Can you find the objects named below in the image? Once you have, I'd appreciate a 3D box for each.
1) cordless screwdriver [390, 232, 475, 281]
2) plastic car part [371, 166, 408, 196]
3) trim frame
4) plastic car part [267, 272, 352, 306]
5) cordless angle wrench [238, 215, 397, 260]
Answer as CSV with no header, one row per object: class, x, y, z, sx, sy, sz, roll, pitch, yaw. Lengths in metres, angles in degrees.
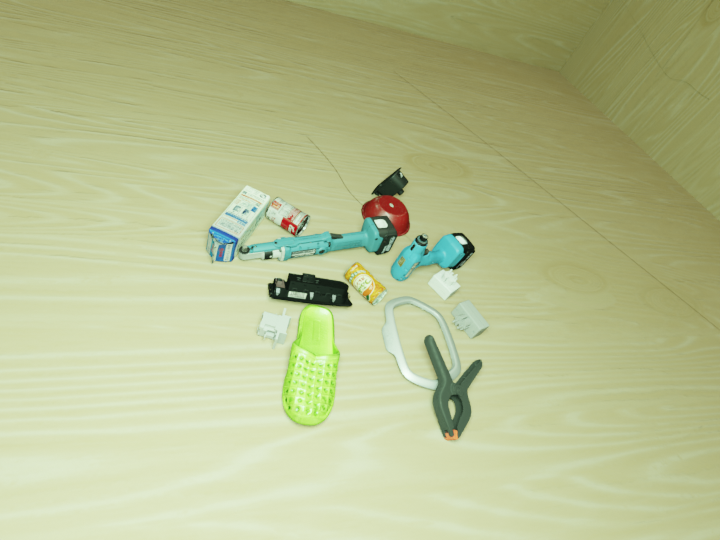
cordless screwdriver,0.207,-0.054,1.146,0.239,0.158,0.078,-12,57,-34
plastic car part,0.104,-0.266,1.345,0.069,0.119,0.066,48,44,-13
trim frame,0.142,0.165,1.010,0.178,0.027,0.258,4,49,-19
plastic car part,-0.112,0.042,0.994,0.197,0.066,0.069,13,15,-17
cordless angle wrench,-0.107,-0.070,1.094,0.410,0.096,0.078,-10,55,-23
